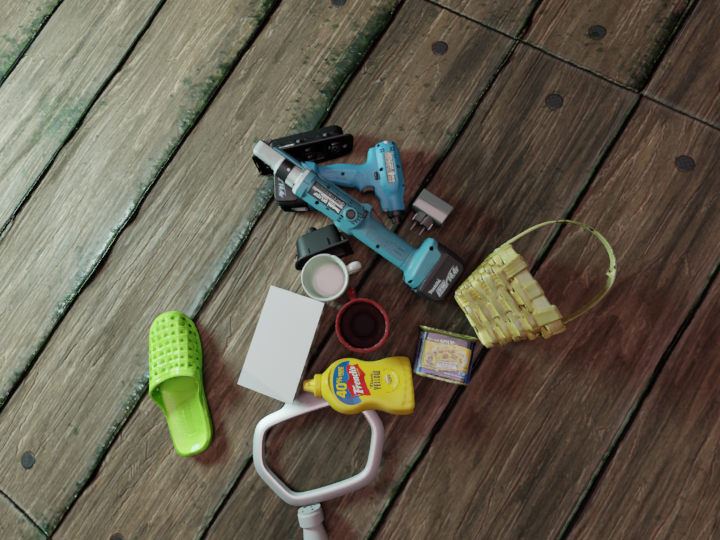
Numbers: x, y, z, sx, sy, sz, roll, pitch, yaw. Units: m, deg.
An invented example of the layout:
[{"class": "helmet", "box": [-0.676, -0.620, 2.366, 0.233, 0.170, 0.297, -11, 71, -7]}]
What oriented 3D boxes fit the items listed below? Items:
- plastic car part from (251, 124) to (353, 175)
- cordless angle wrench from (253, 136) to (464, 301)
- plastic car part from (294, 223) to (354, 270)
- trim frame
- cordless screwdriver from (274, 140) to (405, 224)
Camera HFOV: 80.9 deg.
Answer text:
[{"class": "plastic car part", "box": [-0.114, -0.248, 0.856, 0.205, 0.063, 0.069, -8, 55, 8]}, {"class": "cordless angle wrench", "box": [-0.016, -0.100, 0.758, 0.423, 0.074, 0.098, 35, 90, 0]}, {"class": "plastic car part", "box": [-0.080, -0.052, 0.819, 0.118, 0.063, 0.073, -17, 65, 8]}, {"class": "trim frame", "box": [-0.077, 0.316, 0.769, 0.250, 0.027, 0.187, -21, 79, 6]}, {"class": "cordless screwdriver", "box": [-0.039, -0.154, 0.821, 0.250, 0.073, 0.161, -8, 83, 3]}]
